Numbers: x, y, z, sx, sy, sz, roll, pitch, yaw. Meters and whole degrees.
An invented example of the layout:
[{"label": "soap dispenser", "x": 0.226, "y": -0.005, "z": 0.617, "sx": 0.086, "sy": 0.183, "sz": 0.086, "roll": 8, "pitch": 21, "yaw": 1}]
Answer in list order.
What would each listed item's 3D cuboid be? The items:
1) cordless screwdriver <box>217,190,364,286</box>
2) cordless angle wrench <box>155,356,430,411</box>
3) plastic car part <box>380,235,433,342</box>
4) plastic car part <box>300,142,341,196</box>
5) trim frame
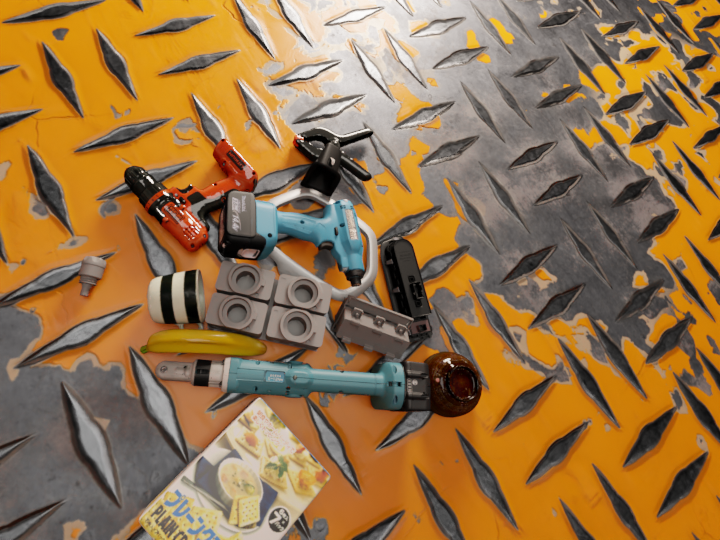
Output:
[{"label": "cordless screwdriver", "x": -0.108, "y": -0.049, "z": 0.706, "sx": 0.239, "sy": 0.075, "sz": 0.164, "roll": 1, "pitch": 63, "yaw": -26}, {"label": "cordless angle wrench", "x": -0.103, "y": 0.172, "z": 0.667, "sx": 0.416, "sy": 0.097, "sz": 0.076, "roll": 7, "pitch": 68, "yaw": -9}, {"label": "plastic car part", "x": 0.086, "y": 0.026, "z": 0.784, "sx": 0.065, "sy": 0.066, "sz": 0.208, "roll": -11, "pitch": 72, "yaw": -13}, {"label": "plastic car part", "x": -0.063, "y": -0.195, "z": 0.785, "sx": 0.065, "sy": 0.117, "sz": 0.071, "roll": 20, "pitch": 71, "yaw": -12}, {"label": "trim frame", "x": -0.077, "y": -0.050, "z": 0.785, "sx": 0.247, "sy": 0.028, "sz": 0.184, "roll": 34, "pitch": 65, "yaw": -3}]
